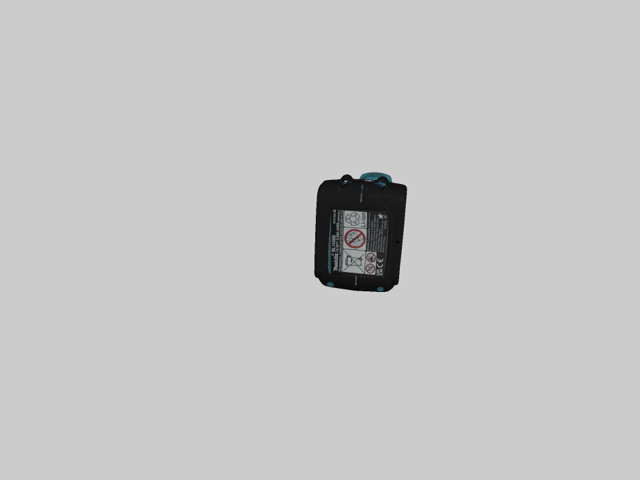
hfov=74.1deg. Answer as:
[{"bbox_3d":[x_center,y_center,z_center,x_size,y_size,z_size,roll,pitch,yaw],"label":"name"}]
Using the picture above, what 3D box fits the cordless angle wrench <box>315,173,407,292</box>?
[{"bbox_3d":[0.066,-0.050,0.546,0.074,0.098,0.422,5,15,9],"label":"cordless angle wrench"}]
